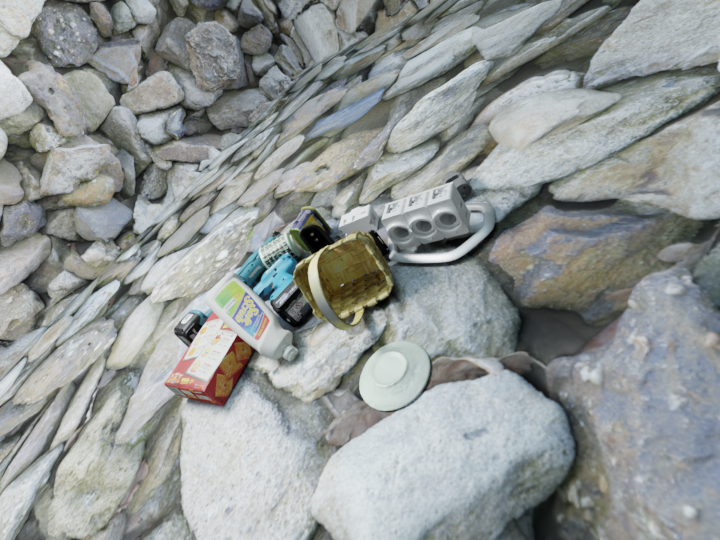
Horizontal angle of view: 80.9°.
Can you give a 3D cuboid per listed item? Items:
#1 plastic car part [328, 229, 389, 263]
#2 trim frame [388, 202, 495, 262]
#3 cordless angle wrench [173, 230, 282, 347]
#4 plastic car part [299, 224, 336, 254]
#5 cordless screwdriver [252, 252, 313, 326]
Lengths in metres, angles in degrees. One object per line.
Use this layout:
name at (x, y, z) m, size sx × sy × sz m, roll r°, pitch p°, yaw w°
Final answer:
plastic car part at (-0.034, -0.027, 0.975) m, size 0.206 × 0.064 × 0.068 m, roll -33°, pitch 21°, yaw 20°
trim frame at (0.162, -0.083, 0.892) m, size 0.260 × 0.026 × 0.184 m, roll -2°, pitch 49°, yaw 46°
cordless angle wrench at (-0.345, 0.039, 1.200) m, size 0.078 × 0.094 × 0.422 m, roll -4°, pitch 42°, yaw 44°
plastic car part at (-0.105, -0.069, 1.075) m, size 0.066 × 0.115 × 0.072 m, roll -39°, pitch 6°, yaw -2°
cordless screwdriver at (-0.197, 0.056, 1.038) m, size 0.159 × 0.071 × 0.260 m, roll -45°, pitch 29°, yaw -1°
